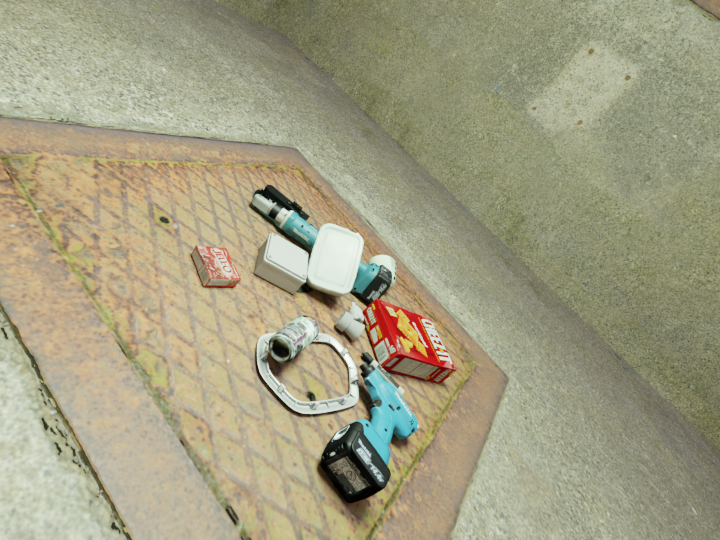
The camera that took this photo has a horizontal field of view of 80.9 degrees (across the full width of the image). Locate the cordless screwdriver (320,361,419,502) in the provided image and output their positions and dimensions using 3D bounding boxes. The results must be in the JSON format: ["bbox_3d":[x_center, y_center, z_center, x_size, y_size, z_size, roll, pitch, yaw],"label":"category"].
[{"bbox_3d":[0.013,0.270,0.754,0.162,0.075,0.241,53,25,7],"label":"cordless screwdriver"}]

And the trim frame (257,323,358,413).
[{"bbox_3d":[-0.093,0.184,0.816,0.236,0.028,0.193,8,40,-44],"label":"trim frame"}]

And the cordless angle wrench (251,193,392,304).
[{"bbox_3d":[-0.109,-0.071,1.116,0.422,0.098,0.074,36,24,-1],"label":"cordless angle wrench"}]

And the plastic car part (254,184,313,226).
[{"bbox_3d":[-0.206,-0.168,1.170,0.202,0.067,0.066,36,34,-2],"label":"plastic car part"}]
